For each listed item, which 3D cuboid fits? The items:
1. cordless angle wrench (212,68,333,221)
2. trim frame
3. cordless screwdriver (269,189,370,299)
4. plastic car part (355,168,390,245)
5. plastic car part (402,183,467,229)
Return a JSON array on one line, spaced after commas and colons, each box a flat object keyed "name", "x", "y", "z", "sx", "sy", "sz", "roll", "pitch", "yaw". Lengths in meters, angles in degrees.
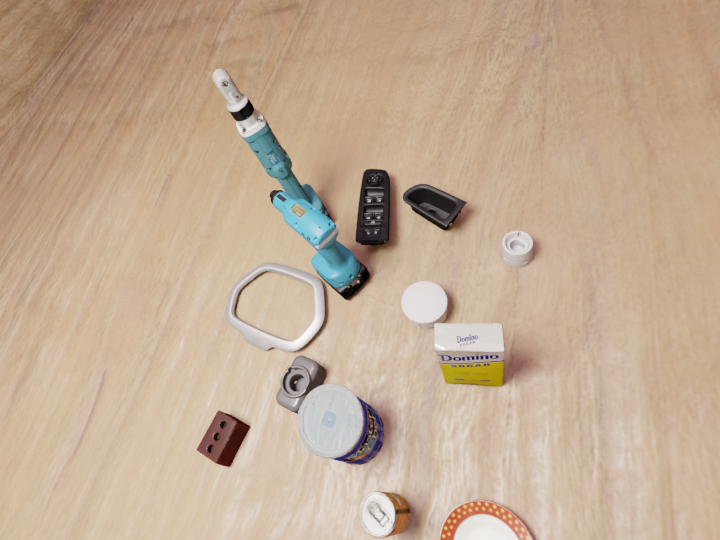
[{"name": "cordless angle wrench", "x": -0.164, "y": -0.212, "z": 0.824, "sx": 0.074, "sy": 0.402, "sz": 0.103, "roll": -31, "pitch": 57, "yaw": 0}, {"name": "trim frame", "x": -0.183, "y": 0.075, "z": 0.897, "sx": 0.260, "sy": 0.026, "sz": 0.185, "roll": 16, "pitch": 69, "yaw": 28}, {"name": "cordless screwdriver", "x": -0.078, "y": -0.051, "z": 0.799, "sx": 0.074, "sy": 0.236, "sz": 0.168, "roll": -45, "pitch": 58, "yaw": -9}, {"name": "plastic car part", "x": 0.034, "y": -0.133, "z": 0.907, "sx": 0.068, "sy": 0.064, "sz": 0.208, "roll": -6, "pitch": 60, "yaw": 17}, {"name": "plastic car part", "x": 0.147, "y": -0.123, "z": 0.854, "sx": 0.123, "sy": 0.067, "sz": 0.066, "roll": 35, "pitch": 78, "yaw": 32}]
